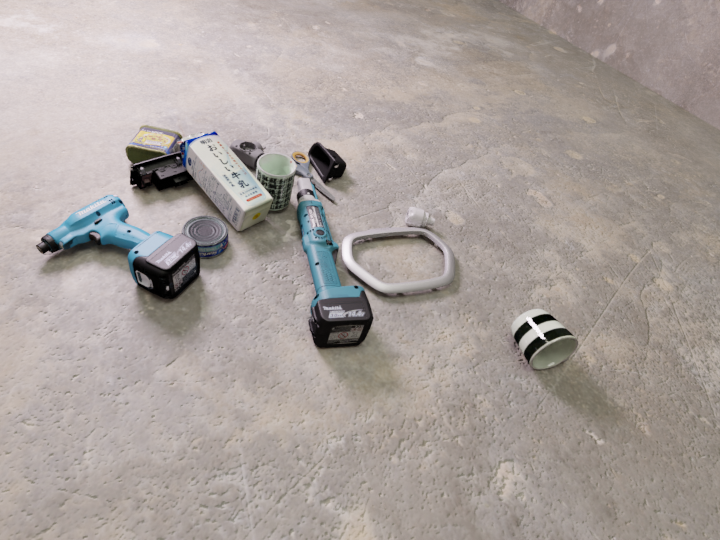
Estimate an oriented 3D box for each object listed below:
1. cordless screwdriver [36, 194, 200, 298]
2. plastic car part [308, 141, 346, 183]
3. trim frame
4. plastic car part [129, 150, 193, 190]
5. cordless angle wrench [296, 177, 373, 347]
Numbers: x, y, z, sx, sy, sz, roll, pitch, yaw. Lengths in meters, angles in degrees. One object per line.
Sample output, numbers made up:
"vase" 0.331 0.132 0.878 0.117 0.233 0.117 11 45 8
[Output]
"cordless screwdriver" -0.406 -0.036 0.717 0.257 0.072 0.157 26 46 17
"plastic car part" -0.074 -0.269 1.040 0.068 0.066 0.122 4 40 -34
"trim frame" 0.080 -0.029 0.858 0.242 0.027 0.193 -9 50 -19
"plastic car part" -0.386 -0.220 0.909 0.069 0.066 0.199 43 51 12
"cordless angle wrench" -0.080 -0.052 0.815 0.095 0.073 0.442 -2 45 -18
